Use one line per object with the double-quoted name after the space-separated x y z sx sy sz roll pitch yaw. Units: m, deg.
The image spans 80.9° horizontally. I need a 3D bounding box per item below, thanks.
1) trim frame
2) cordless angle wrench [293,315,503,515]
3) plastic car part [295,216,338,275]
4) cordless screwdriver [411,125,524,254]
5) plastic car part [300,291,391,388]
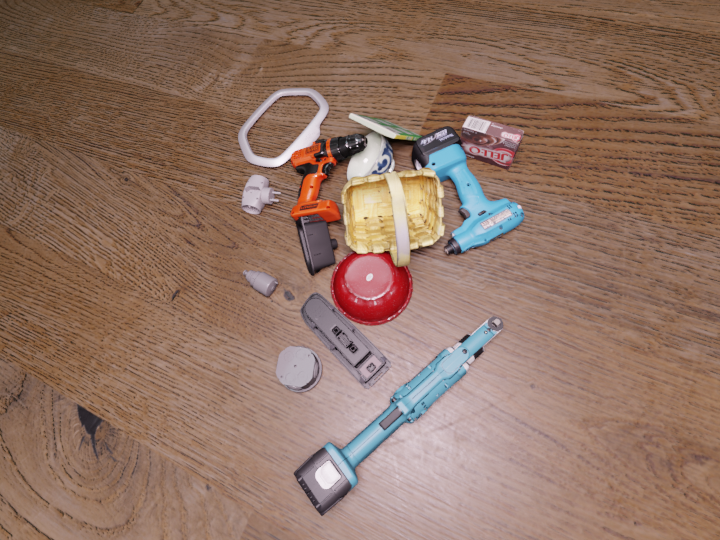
-0.187 -0.349 1.021 0.192 0.026 0.248 31 74 22 "trim frame"
0.081 0.218 0.698 0.420 0.095 0.077 -39 68 -11 "cordless angle wrench"
-0.083 -0.054 0.852 0.070 0.067 0.116 -17 91 -13 "plastic car part"
0.182 -0.157 0.843 0.159 0.072 0.258 -30 69 -3 "cordless screwdriver"
-0.040 0.119 0.775 0.066 0.064 0.212 -46 64 -3 "plastic car part"
